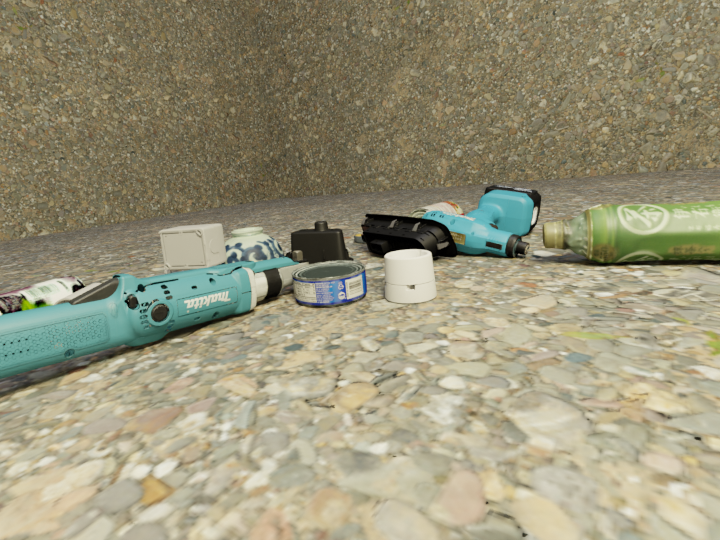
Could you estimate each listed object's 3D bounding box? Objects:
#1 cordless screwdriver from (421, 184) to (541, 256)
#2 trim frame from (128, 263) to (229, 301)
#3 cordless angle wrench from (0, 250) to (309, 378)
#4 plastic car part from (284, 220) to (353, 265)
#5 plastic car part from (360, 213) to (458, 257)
[{"bbox_3d":[0.229,-0.079,0.690,0.168,0.073,0.240,19,29,38],"label":"cordless screwdriver"},{"bbox_3d":[-0.250,0.020,0.589,0.177,0.027,0.261,-17,15,-42],"label":"trim frame"},{"bbox_3d":[-0.201,0.034,0.394,0.078,0.097,0.406,4,12,40],"label":"cordless angle wrench"},{"bbox_3d":[-0.066,-0.043,0.679,0.121,0.070,0.064,-2,13,29],"label":"plastic car part"},{"bbox_3d":[0.060,-0.051,0.670,0.065,0.065,0.213,-24,21,-31],"label":"plastic car part"}]
